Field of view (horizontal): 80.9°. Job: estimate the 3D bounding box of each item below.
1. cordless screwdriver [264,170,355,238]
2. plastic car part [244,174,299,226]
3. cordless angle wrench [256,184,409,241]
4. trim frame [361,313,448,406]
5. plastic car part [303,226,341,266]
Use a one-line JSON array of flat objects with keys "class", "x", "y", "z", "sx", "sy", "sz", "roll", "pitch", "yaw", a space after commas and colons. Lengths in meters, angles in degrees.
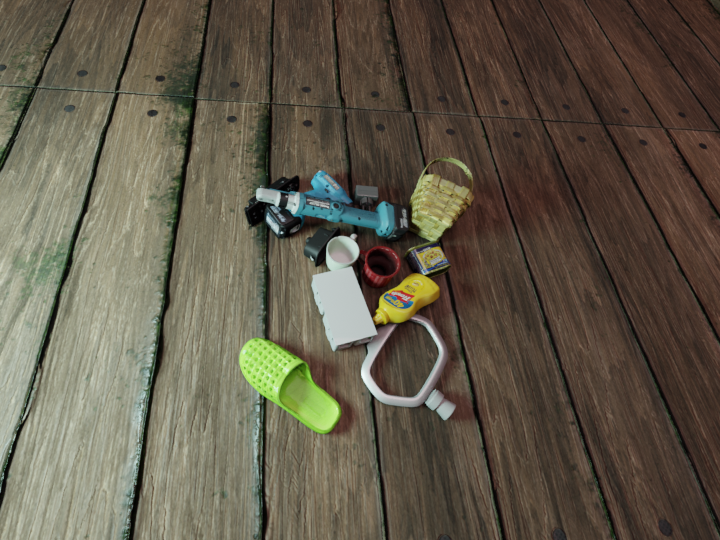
[{"class": "cordless screwdriver", "x": -0.140, "y": -0.175, "z": 1.198, "sx": 0.244, "sy": 0.074, "sz": 0.163, "roll": -38, "pitch": 75, "yaw": -29}, {"class": "plastic car part", "x": -0.257, "y": -0.209, "z": 1.212, "sx": 0.200, "sy": 0.063, "sz": 0.071, "roll": -40, "pitch": 48, "yaw": -24}, {"class": "cordless angle wrench", "x": -0.073, "y": -0.163, "z": 1.143, "sx": 0.410, "sy": 0.075, "sz": 0.100, "roll": 9, "pitch": 62, "yaw": -17}, {"class": "trim frame", "x": 0.108, "y": 0.213, "z": 1.033, "sx": 0.188, "sy": 0.027, "sz": 0.247, "roll": 32, "pitch": 63, "yaw": 10}, {"class": "plastic car part", "x": -0.113, "y": -0.074, "z": 1.154, "sx": 0.074, "sy": 0.063, "sz": 0.116, "roll": 30, "pitch": 63, "yaw": 24}]
